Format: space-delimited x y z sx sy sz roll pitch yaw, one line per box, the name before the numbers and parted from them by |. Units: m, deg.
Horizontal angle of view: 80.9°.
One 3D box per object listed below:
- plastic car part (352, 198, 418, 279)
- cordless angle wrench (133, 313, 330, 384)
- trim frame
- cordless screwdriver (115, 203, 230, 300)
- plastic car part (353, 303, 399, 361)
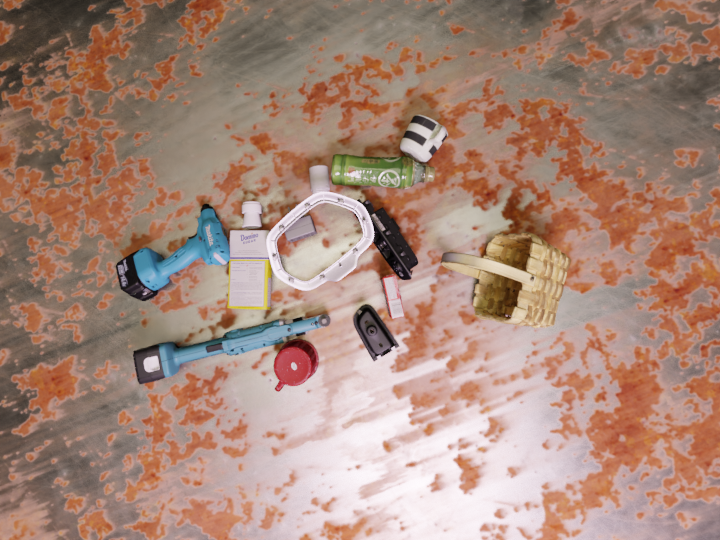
plastic car part | 0.060 -0.071 0.923 0.065 0.067 0.206 -26 80 -25
cordless angle wrench | -0.271 0.156 0.921 0.423 0.097 0.075 -14 86 0
trim frame | -0.089 -0.058 0.910 0.250 0.028 0.179 -38 106 13
cordless screwdriver | -0.421 -0.045 0.954 0.249 0.071 0.166 -26 61 3
plastic car part | 0.027 0.132 0.897 0.066 0.070 0.117 -32 86 -1
